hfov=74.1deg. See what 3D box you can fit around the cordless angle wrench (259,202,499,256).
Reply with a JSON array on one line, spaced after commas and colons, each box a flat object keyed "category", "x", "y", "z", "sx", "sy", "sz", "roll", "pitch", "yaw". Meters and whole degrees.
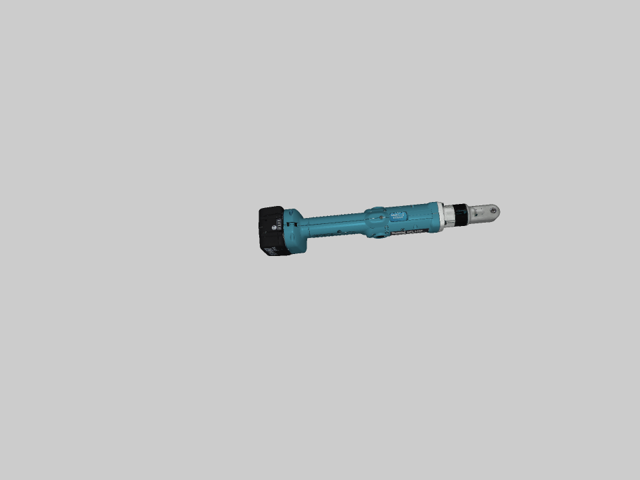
[{"category": "cordless angle wrench", "x": 0.104, "y": -0.030, "z": 0.764, "sx": 0.423, "sy": 0.074, "sz": 0.098, "roll": -5, "pitch": -15, "yaw": 5}]
